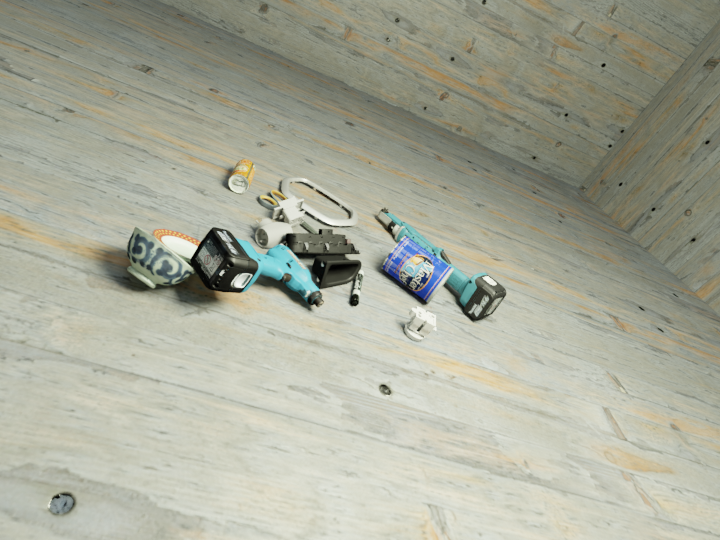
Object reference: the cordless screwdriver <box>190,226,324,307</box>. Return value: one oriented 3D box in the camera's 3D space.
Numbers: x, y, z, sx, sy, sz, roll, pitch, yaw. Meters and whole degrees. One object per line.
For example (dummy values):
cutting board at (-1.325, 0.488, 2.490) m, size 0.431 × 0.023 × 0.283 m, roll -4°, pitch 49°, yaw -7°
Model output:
cordless screwdriver at (-0.173, 0.006, 0.769) m, size 0.167 × 0.074 × 0.237 m, roll 45°, pitch 16°, yaw 25°

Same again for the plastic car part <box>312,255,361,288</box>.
plastic car part at (-0.062, -0.008, 0.938) m, size 0.075 × 0.065 × 0.111 m, roll 32°, pitch 25°, yaw 34°

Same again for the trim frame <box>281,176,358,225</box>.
trim frame at (-0.117, -0.196, 1.197) m, size 0.254 × 0.027 × 0.181 m, roll 31°, pitch 33°, yaw 11°

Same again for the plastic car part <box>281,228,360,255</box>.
plastic car part at (-0.094, -0.062, 0.965) m, size 0.194 × 0.066 × 0.070 m, roll -6°, pitch 17°, yaw -34°

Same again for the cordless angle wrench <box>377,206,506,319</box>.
cordless angle wrench at (0.190, -0.042, 1.147) m, size 0.071 × 0.097 × 0.446 m, roll -6°, pitch 40°, yaw -44°
